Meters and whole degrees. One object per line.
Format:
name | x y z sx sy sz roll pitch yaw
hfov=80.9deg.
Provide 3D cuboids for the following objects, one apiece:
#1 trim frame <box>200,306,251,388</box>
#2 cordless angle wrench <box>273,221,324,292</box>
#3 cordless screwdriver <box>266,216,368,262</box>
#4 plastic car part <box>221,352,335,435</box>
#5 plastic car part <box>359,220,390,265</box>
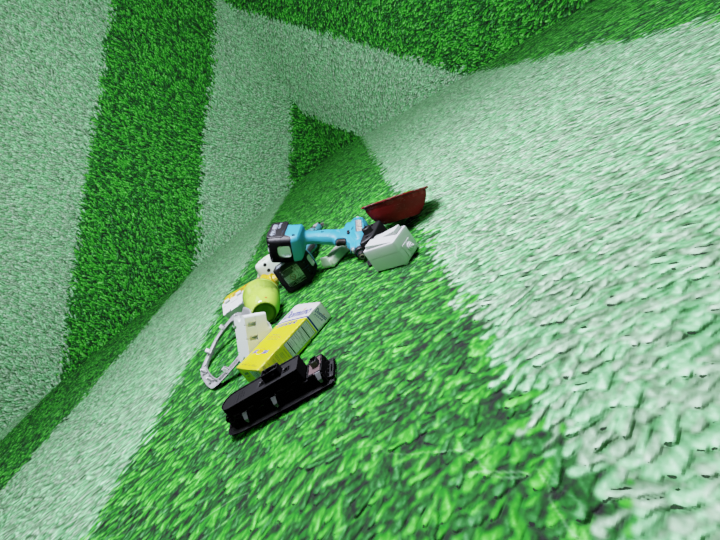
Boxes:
trim frame | -0.301 0.167 0.953 0.184 0.026 0.258 -59 24 -15
cordless angle wrench | -0.159 -0.069 1.260 0.099 0.072 0.428 -31 17 15
cordless screwdriver | -0.099 -0.065 1.017 0.250 0.072 0.163 -6 32 4
plastic car part | -0.135 0.185 0.646 0.205 0.064 0.068 -35 24 13
plastic car part | 0.031 -0.070 0.927 0.067 0.069 0.116 -27 17 29
